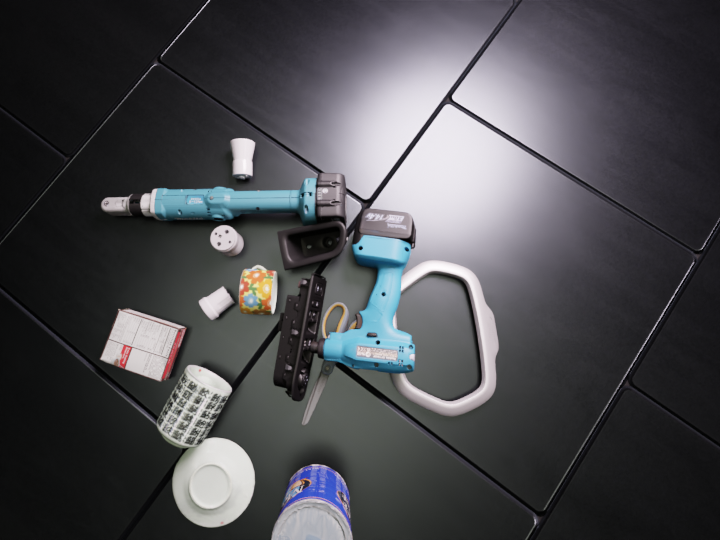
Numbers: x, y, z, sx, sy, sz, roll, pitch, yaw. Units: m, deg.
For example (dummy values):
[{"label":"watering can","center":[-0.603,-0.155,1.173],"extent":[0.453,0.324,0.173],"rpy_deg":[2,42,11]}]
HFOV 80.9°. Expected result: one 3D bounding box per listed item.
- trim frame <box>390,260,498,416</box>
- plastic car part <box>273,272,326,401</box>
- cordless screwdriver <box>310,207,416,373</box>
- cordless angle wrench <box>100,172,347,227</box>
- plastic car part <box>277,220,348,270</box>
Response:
[{"label":"trim frame","center":[0.132,0.106,0.689],"extent":[0.185,0.027,0.252],"rpy_deg":[-7,78,2]},{"label":"plastic car part","center":[-0.102,0.105,0.681],"extent":[0.068,0.064,0.205],"rpy_deg":[3,80,10]},{"label":"cordless screwdriver","center":[0.009,0.029,0.672],"extent":[0.163,0.072,0.252],"rpy_deg":[2,75,12]},{"label":"cordless angle wrench","center":[-0.236,-0.112,0.714],"extent":[0.427,0.096,0.075],"rpy_deg":[0,78,6]},{"label":"plastic car part","center":[-0.068,-0.045,0.700],"extent":[0.119,0.069,0.066],"rpy_deg":[-11,90,17]}]
